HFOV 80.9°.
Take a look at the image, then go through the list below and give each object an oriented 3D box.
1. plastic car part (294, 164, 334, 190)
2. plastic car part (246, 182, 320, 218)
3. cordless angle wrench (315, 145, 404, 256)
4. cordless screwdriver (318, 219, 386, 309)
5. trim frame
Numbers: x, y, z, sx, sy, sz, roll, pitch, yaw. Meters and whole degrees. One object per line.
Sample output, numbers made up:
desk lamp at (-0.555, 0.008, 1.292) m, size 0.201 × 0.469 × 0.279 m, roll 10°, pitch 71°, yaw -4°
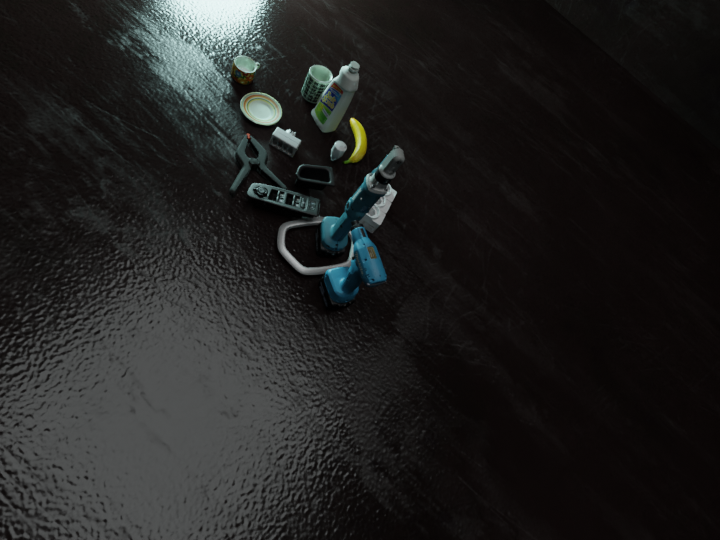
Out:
plastic car part at (-0.143, -0.265, 1.240) m, size 0.113 × 0.071 × 0.068 m, roll 1°, pitch 66°, yaw -23°
plastic car part at (-0.217, -0.189, 1.174) m, size 0.198 × 0.067 × 0.068 m, roll 17°, pitch 60°, yaw -14°
cordless angle wrench at (-0.007, -0.155, 1.027) m, size 0.072 × 0.427 × 0.100 m, roll 7°, pitch 65°, yaw -24°
cordless screwdriver at (-0.030, -0.005, 1.045) m, size 0.072 × 0.251 × 0.163 m, roll -8°, pitch 71°, yaw -29°
trim frame at (-0.115, -0.075, 1.179) m, size 0.240 × 0.028 × 0.189 m, roll -10°, pitch 69°, yaw -26°
